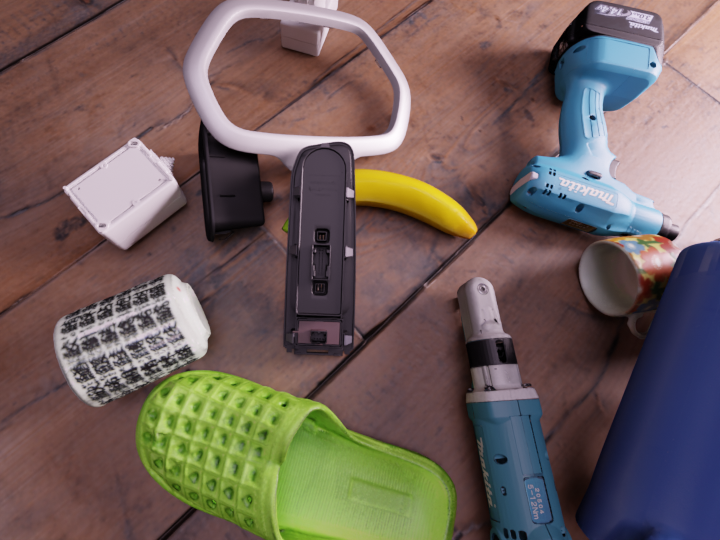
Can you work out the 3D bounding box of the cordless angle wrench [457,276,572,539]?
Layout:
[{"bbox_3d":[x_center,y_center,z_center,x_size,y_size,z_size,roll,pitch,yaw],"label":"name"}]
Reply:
[{"bbox_3d":[0.129,0.209,0.320,0.073,0.097,0.433,-2,69,-10],"label":"cordless angle wrench"}]

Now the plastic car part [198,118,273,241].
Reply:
[{"bbox_3d":[-0.125,-0.085,0.425,0.069,0.067,0.119,-8,76,-22],"label":"plastic car part"}]

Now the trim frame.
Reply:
[{"bbox_3d":[-0.055,-0.192,0.439,0.240,0.028,0.186,-6,81,-25],"label":"trim frame"}]

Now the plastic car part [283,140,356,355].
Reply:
[{"bbox_3d":[-0.037,-0.024,0.383,0.067,0.066,0.204,1,83,5],"label":"plastic car part"}]

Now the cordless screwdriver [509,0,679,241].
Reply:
[{"bbox_3d":[0.269,-0.154,0.453,0.160,0.073,0.250,18,76,3],"label":"cordless screwdriver"}]
